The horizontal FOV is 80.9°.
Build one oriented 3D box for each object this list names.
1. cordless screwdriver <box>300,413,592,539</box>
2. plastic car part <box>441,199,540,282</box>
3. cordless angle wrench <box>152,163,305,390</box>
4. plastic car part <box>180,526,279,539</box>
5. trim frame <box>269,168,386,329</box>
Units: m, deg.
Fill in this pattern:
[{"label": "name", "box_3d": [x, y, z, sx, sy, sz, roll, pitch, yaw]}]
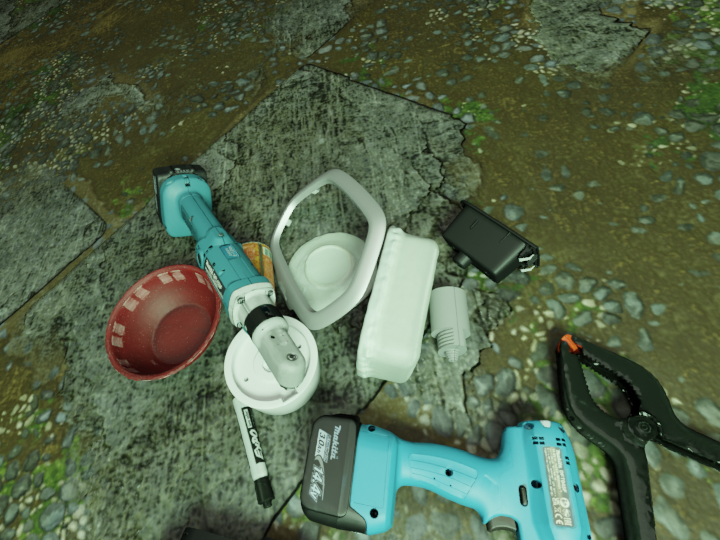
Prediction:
[{"label": "cordless screwdriver", "box_3d": [0.072, 0.218, 0.388, 0.253, 0.071, 0.163, 0, 59, 10]}, {"label": "plastic car part", "box_3d": [0.153, -0.028, 0.532, 0.071, 0.062, 0.123, -48, 56, -1]}, {"label": "cordless angle wrench", "box_3d": [-0.176, -0.019, 0.530, 0.072, 0.096, 0.448, -12, 38, -31]}, {"label": "plastic car part", "box_3d": [-0.102, 0.287, 0.394, 0.208, 0.063, 0.068, 1, 49, 15]}, {"label": "trim frame", "box_3d": [-0.054, -0.035, 0.549, 0.184, 0.026, 0.262, -51, 42, 12]}]
